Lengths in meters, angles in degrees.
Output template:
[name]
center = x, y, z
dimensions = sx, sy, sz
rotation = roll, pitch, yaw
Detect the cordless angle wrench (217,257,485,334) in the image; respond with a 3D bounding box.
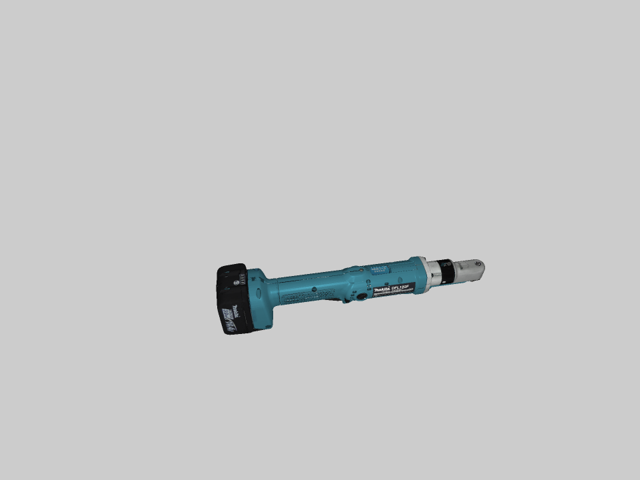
[cordless angle wrench]
center = 0.057, 0.069, 0.664
dimensions = 0.423, 0.098, 0.074
rotation = -7, 46, -7
